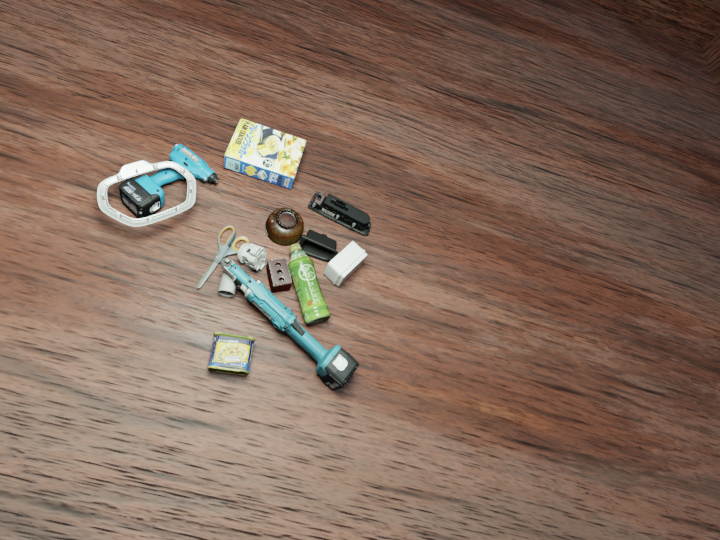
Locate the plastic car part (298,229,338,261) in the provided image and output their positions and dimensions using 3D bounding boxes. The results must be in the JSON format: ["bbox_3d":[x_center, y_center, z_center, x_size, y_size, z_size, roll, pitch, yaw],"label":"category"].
[{"bbox_3d":[-0.118,-0.077,1.207,0.114,0.066,0.072,19,47,-10],"label":"plastic car part"}]

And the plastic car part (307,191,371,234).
[{"bbox_3d":[-0.052,-0.180,1.273,0.202,0.067,0.066,30,53,-3],"label":"plastic car part"}]

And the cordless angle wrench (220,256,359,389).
[{"bbox_3d":[-0.190,0.119,1.047,0.427,0.098,0.073,42,60,4],"label":"cordless angle wrench"}]

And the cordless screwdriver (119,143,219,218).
[{"bbox_3d":[-0.523,-0.238,1.169,0.161,0.074,0.247,36,56,3],"label":"cordless screwdriver"}]

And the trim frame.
[{"bbox_3d":[-0.542,-0.205,1.085,0.242,0.027,0.189,-29,73,-30],"label":"trim frame"}]
